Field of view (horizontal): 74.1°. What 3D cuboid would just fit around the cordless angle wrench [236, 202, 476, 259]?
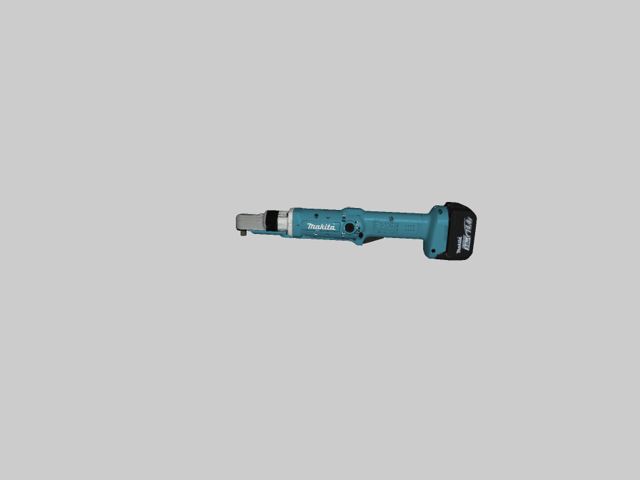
[{"bbox_3d":[0.055,-0.026,0.768,0.423,0.098,0.074,3,15,4],"label":"cordless angle wrench"}]
